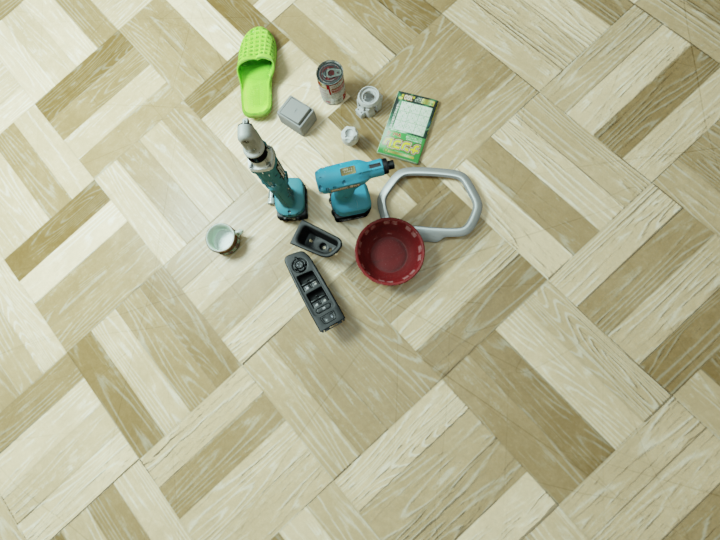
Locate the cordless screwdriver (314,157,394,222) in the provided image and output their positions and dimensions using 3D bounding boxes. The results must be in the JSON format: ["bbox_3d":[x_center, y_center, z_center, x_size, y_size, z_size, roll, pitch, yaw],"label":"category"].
[{"bbox_3d":[-0.007,-0.182,0.944,0.160,0.244,0.075,-12,82,2],"label":"cordless screwdriver"}]

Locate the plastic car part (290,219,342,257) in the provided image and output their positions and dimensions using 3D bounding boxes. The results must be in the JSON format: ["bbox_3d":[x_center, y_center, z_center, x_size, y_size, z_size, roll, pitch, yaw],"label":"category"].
[{"bbox_3d":[-0.100,-0.065,1.023,0.119,0.069,0.066,25,84,10],"label":"plastic car part"}]

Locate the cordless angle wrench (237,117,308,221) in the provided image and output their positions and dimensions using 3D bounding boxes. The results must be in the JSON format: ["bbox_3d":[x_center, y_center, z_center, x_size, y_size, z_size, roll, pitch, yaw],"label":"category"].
[{"bbox_3d":[-0.179,-0.195,0.883,0.075,0.415,0.099,-3,82,2],"label":"cordless angle wrench"}]

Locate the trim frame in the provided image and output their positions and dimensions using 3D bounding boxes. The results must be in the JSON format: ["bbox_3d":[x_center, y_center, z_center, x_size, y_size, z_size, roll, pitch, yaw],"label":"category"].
[{"bbox_3d":[0.166,-0.162,1.027,0.252,0.027,0.186,5,80,9],"label":"trim frame"}]

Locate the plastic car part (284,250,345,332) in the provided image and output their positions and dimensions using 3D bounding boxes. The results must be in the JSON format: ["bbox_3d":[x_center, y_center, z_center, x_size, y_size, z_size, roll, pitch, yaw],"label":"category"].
[{"bbox_3d":[-0.111,0.045,1.006,0.066,0.065,0.208,-31,77,0],"label":"plastic car part"}]
